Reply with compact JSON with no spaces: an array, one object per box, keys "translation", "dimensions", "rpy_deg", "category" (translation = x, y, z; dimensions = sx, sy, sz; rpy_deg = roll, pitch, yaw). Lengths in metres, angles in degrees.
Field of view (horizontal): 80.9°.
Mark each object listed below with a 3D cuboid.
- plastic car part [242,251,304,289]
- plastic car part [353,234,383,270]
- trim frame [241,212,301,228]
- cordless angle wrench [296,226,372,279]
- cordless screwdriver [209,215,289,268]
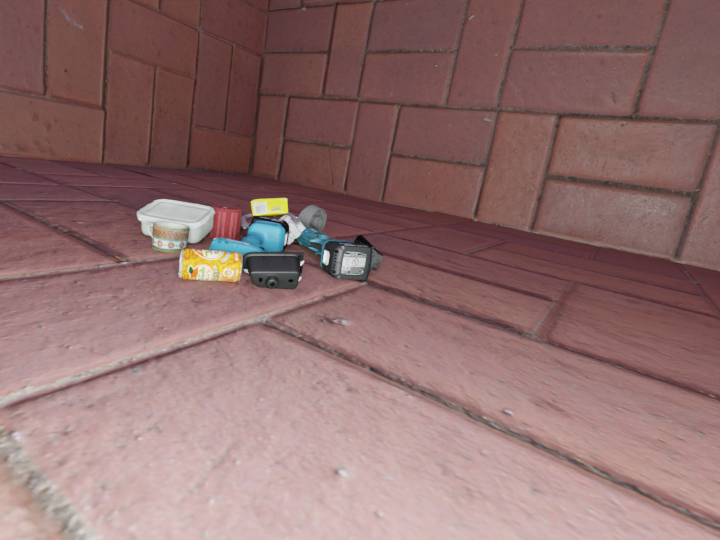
[{"translation":[-0.158,0.006,0.776],"dimensions":[0.113,0.065,0.074],"rpy_deg":[1,29,-19],"category":"plastic car part"},{"translation":[0.016,-0.044,1.061],"dimensions":[0.065,0.066,0.209],"rpy_deg":[16,11,-17],"category":"plastic car part"},{"translation":[-0.267,-0.148,1.252],"dimensions":[0.180,0.027,0.258],"rpy_deg":[-8,17,-15],"category":"trim frame"},{"translation":[-0.105,-0.069,1.077],"dimensions":[0.094,0.074,0.443],"rpy_deg":[3,13,-26],"category":"cordless angle wrench"},{"translation":[-0.216,-0.058,0.957],"dimensions":[0.162,0.073,0.248],"rpy_deg":[11,18,6],"category":"cordless screwdriver"}]
